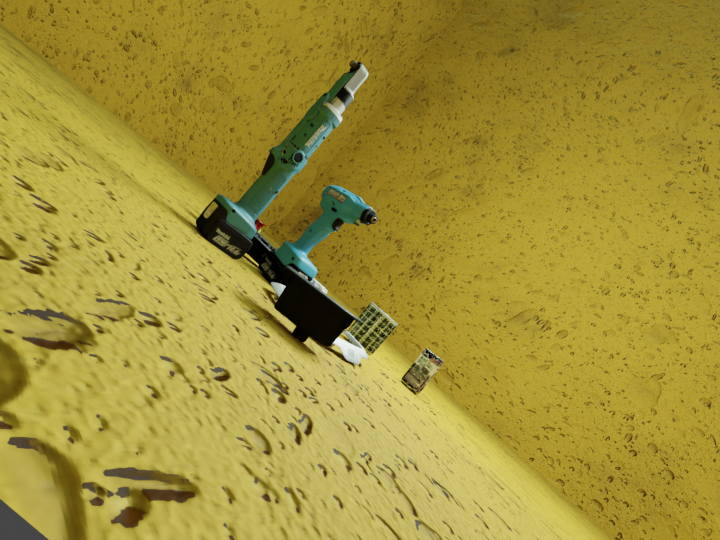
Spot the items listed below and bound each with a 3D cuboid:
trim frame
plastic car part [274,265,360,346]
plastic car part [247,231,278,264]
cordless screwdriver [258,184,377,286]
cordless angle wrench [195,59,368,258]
[{"bbox_3d":[-0.070,0.093,0.740,0.194,0.027,0.235,38,-4,33],"label":"trim frame"},{"bbox_3d":[-0.066,0.055,0.549,0.118,0.071,0.065,40,-3,6],"label":"plastic car part"},{"bbox_3d":[-0.246,-0.068,0.924,0.197,0.067,0.068,41,-3,-14],"label":"plastic car part"},{"bbox_3d":[-0.084,-0.055,0.856,0.169,0.248,0.070,37,-3,46],"label":"cordless screwdriver"},{"bbox_3d":[-0.127,-0.211,0.773,0.093,0.422,0.078,42,-3,-39],"label":"cordless angle wrench"}]
